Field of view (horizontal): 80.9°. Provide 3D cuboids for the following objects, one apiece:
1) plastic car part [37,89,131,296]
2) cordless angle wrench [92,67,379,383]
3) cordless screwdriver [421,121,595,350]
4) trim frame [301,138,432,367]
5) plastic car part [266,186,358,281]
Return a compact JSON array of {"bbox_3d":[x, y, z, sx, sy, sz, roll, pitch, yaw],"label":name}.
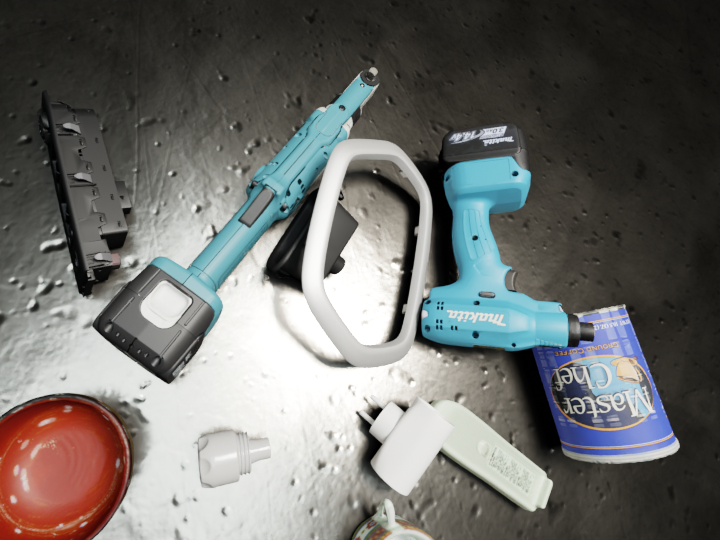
[{"bbox_3d":[-0.264,-0.084,0.406,0.065,0.067,0.206,-18,78,-32],"label":"plastic car part"},{"bbox_3d":[-0.088,-0.085,0.446,0.074,0.099,0.422,35,62,-6],"label":"cordless angle wrench"},{"bbox_3d":[0.157,-0.039,0.464,0.165,0.071,0.252,1,70,20],"label":"cordless screwdriver"},{"bbox_3d":[0.019,-0.025,0.442,0.174,0.028,0.252,25,64,-35],"label":"trim frame"},{"bbox_3d":[-0.044,-0.029,0.453,0.068,0.068,0.117,35,69,-20],"label":"plastic car part"}]
